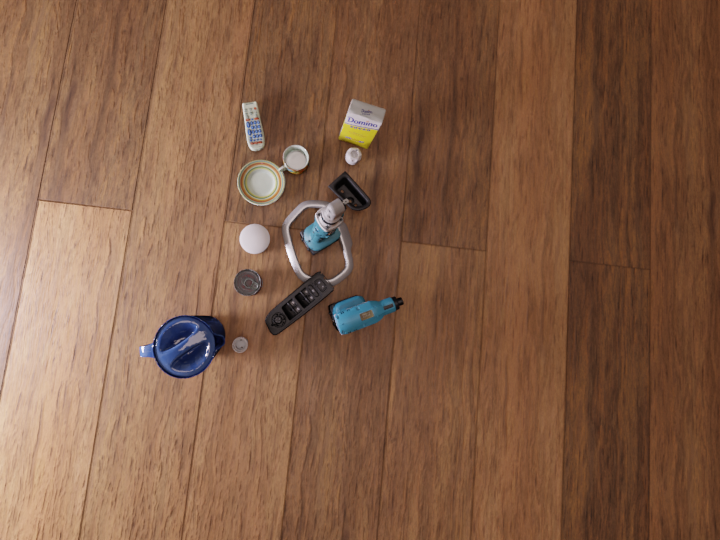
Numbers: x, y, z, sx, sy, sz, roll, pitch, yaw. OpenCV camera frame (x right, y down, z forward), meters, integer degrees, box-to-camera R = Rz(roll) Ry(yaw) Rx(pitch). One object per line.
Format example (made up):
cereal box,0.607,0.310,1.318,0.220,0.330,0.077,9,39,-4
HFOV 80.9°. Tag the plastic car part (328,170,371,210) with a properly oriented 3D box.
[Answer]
plastic car part,-0.030,-0.205,1.171,0.066,0.071,0.117,-43,90,-9

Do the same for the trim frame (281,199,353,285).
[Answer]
trim frame,-0.115,-0.075,1.171,0.183,0.027,0.250,-19,85,-6

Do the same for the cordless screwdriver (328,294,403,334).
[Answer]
cordless screwdriver,0.004,0.100,1.047,0.158,0.250,0.075,-20,90,-9

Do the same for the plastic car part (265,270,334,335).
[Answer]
plastic car part,-0.168,0.089,1.127,0.202,0.067,0.066,-40,91,-8

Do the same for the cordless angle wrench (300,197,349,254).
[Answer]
cordless angle wrench,-0.081,-0.104,0.978,0.097,0.425,0.074,-32,92,-10
